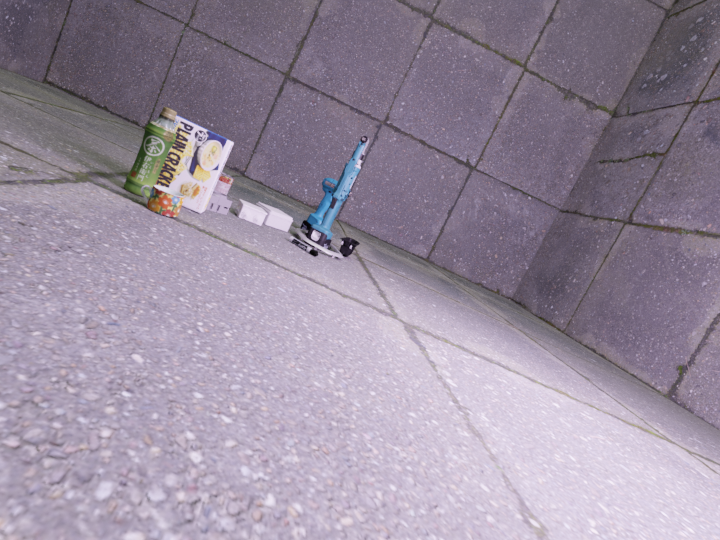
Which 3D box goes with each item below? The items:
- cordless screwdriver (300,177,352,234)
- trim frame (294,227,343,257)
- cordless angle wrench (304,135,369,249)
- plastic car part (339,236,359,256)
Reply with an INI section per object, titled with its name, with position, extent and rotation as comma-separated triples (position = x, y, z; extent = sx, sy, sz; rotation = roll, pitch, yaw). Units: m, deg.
[cordless screwdriver]
position = -0.133, -0.239, 1.690
extent = 0.070, 0.248, 0.169
rotation = 18, 12, -48
[trim frame]
position = -0.150, -0.098, 1.536
extent = 0.177, 0.027, 0.260
rotation = 21, 9, -25
[cordless angle wrench]
position = -0.071, -0.273, 1.487
extent = 0.076, 0.422, 0.096
rotation = 28, 8, 12
[plastic car part]
position = -0.047, -0.085, 1.606
extent = 0.067, 0.071, 0.114
rotation = 27, 8, 9
